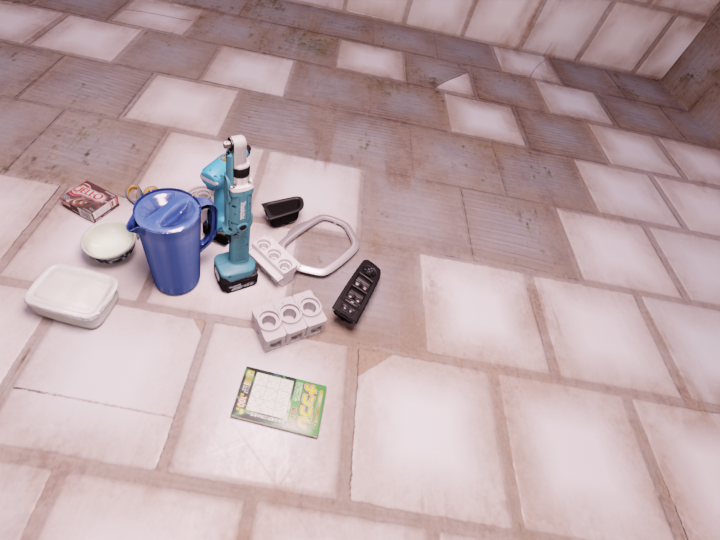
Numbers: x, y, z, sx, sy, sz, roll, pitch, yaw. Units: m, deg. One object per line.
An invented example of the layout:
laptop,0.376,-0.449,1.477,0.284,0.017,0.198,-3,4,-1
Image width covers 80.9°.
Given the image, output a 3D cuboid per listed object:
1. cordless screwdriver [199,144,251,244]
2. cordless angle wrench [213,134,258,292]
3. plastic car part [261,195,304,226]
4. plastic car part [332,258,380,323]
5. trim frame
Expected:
cordless screwdriver,-0.332,-0.193,1.070,0.076,0.245,0.159,28,49,6
cordless angle wrench,-0.261,-0.107,0.898,0.095,0.416,0.078,-17,59,-28
plastic car part,-0.213,-0.157,1.179,0.113,0.070,0.069,-16,57,-25
plastic car part,-0.006,0.055,1.044,0.067,0.066,0.203,25,50,7
trim frame,-0.113,-0.074,1.157,0.191,0.027,0.244,35,52,18
